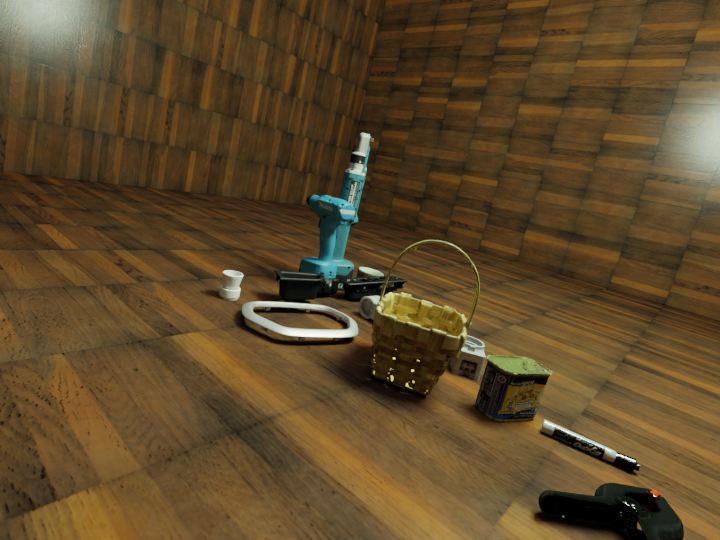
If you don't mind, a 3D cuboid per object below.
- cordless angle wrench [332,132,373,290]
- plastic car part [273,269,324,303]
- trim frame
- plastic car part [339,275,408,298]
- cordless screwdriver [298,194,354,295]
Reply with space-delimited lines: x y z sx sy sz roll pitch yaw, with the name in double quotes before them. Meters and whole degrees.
"cordless angle wrench" -0.037 -0.158 1.142 0.095 0.420 0.077 10 11 -18
"plastic car part" -0.140 0.041 0.969 0.112 0.070 0.069 8 12 -22
"trim frame" -0.117 0.097 0.844 0.237 0.027 0.194 4 15 -33
"plastic car part" 0.028 0.045 1.122 0.193 0.066 0.070 3 15 -36
"cordless screwdriver" -0.106 -0.069 1.082 0.071 0.247 0.168 3 14 -43
